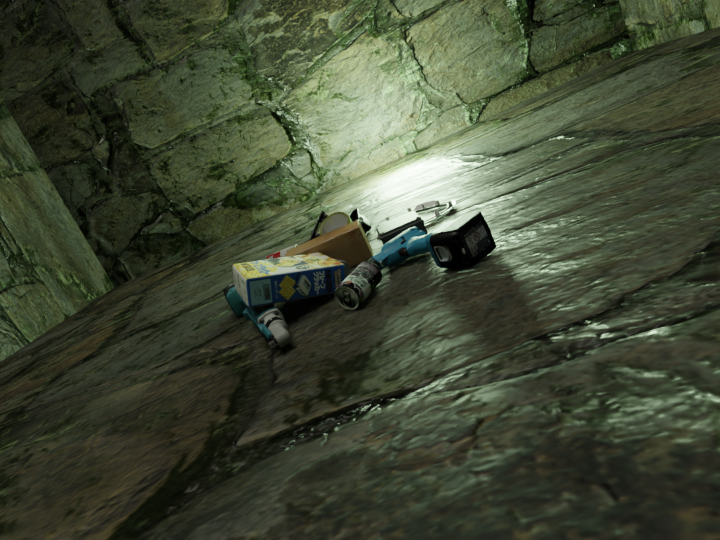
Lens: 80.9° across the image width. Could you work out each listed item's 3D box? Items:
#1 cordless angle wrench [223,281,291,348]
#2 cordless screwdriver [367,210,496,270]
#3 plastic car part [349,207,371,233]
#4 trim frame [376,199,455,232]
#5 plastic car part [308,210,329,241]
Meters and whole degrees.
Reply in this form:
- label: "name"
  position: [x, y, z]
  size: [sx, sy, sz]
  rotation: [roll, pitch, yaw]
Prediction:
- label: "cordless angle wrench"
  position: [-0.223, 0.089, 0.937]
  size: [0.096, 0.072, 0.440]
  rotation: [-30, 19, -18]
- label: "cordless screwdriver"
  position: [0.122, -0.041, 0.829]
  size: [0.156, 0.073, 0.258]
  rotation: [-33, 14, -24]
- label: "plastic car part"
  position: [0.001, -0.144, 1.305]
  size: [0.066, 0.070, 0.118]
  rotation: [-54, 12, 22]
- label: "trim frame"
  position: [0.151, -0.155, 1.203]
  size: [0.258, 0.027, 0.180]
  rotation: [-11, 21, 44]
- label: "plastic car part"
  position: [-0.119, -0.078, 1.219]
  size: [0.065, 0.068, 0.204]
  rotation: [102, -171, -53]
